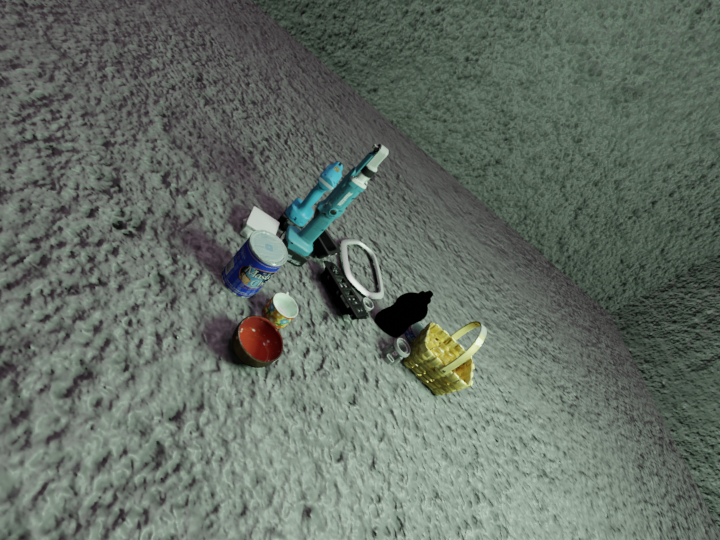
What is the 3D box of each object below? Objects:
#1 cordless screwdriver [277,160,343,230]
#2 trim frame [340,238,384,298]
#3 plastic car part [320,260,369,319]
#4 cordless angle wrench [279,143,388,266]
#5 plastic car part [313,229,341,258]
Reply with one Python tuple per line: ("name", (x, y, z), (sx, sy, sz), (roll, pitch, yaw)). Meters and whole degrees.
("cordless screwdriver", (-0.142, -0.221, 1.263), (0.073, 0.252, 0.160), (40, 33, -12))
("trim frame", (0.008, -0.009, 1.398), (0.175, 0.028, 0.258), (22, 38, -31))
("plastic car part", (-0.055, 0.061, 1.208), (0.063, 0.068, 0.211), (1, 52, -48))
("cordless angle wrench", (-0.074, -0.168, 1.113), (0.094, 0.428, 0.076), (31, 36, -25))
("plastic car part", (-0.126, -0.083, 1.291), (0.063, 0.072, 0.120), (-14, 65, -54))
